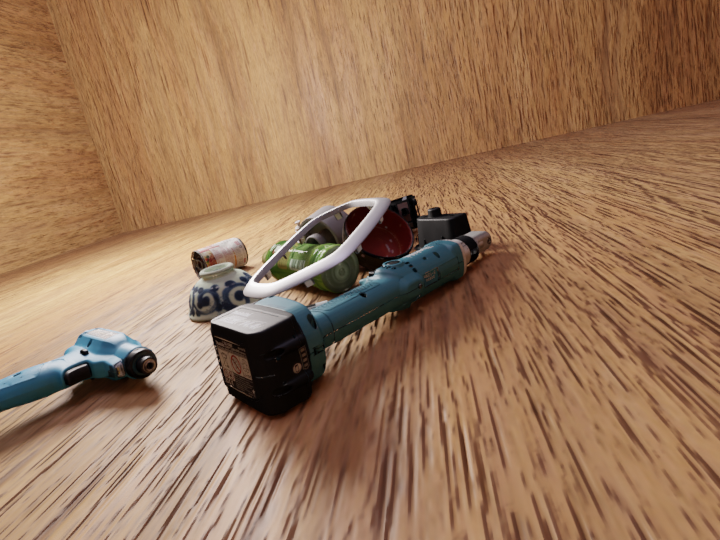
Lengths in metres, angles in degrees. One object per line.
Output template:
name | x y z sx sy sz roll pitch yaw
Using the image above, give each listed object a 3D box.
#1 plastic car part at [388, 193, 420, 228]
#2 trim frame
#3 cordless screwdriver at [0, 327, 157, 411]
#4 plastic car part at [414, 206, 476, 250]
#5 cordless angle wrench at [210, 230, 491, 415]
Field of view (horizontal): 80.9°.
plastic car part | 0.012 -0.090 0.839 0.210 0.066 0.065 -14 3 29
trim frame | -0.055 -0.036 0.562 0.191 0.026 0.248 -13 28 34
cordless screwdriver | -0.338 0.127 0.417 0.167 0.073 0.241 -1 16 38
plastic car part | 0.132 -0.068 0.692 0.064 0.069 0.122 -21 19 -34
cordless angle wrench | 0.039 0.017 0.485 0.409 0.073 0.103 -24 18 -40
